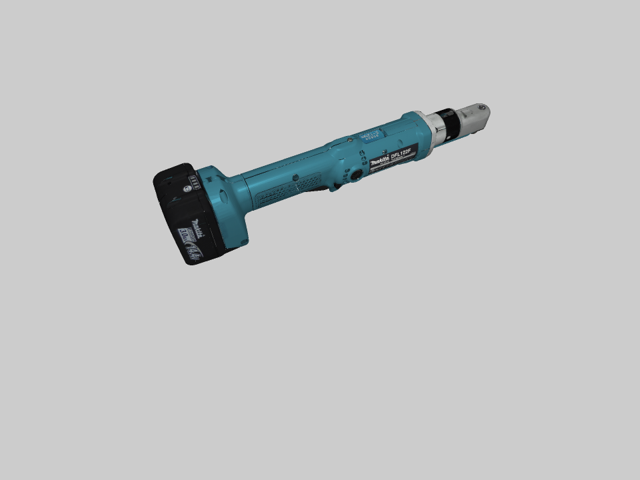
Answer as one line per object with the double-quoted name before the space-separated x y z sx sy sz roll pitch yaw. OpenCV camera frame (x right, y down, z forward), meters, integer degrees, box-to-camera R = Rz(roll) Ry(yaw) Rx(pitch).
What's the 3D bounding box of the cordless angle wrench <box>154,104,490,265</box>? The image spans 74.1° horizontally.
"cordless angle wrench" 0.029 -0.092 0.504 0.422 0.074 0.098 -22 -32 -15
